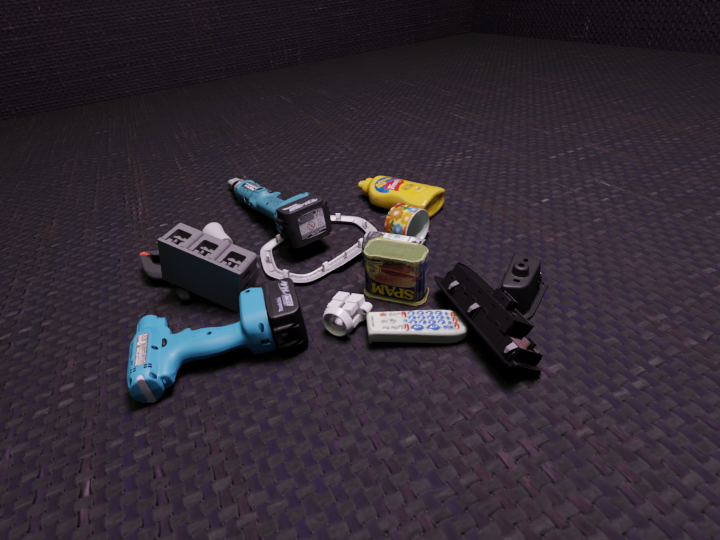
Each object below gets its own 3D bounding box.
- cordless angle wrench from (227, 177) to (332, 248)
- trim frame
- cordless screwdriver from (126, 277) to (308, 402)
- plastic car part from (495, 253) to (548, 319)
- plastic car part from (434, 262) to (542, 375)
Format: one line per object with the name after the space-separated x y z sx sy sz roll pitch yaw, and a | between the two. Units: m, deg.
-0.212 -0.155 0.931 0.096 0.072 0.447 -27 32 -25 | cordless angle wrench
-0.080 -0.052 0.815 0.195 0.026 0.243 26 45 37 | trim frame
-0.209 0.080 0.616 0.246 0.071 0.167 -19 37 -10 | cordless screwdriver
0.235 0.017 0.627 0.069 0.069 0.114 16 37 29 | plastic car part
0.171 0.050 0.584 0.064 0.066 0.213 10 23 -27 | plastic car part
